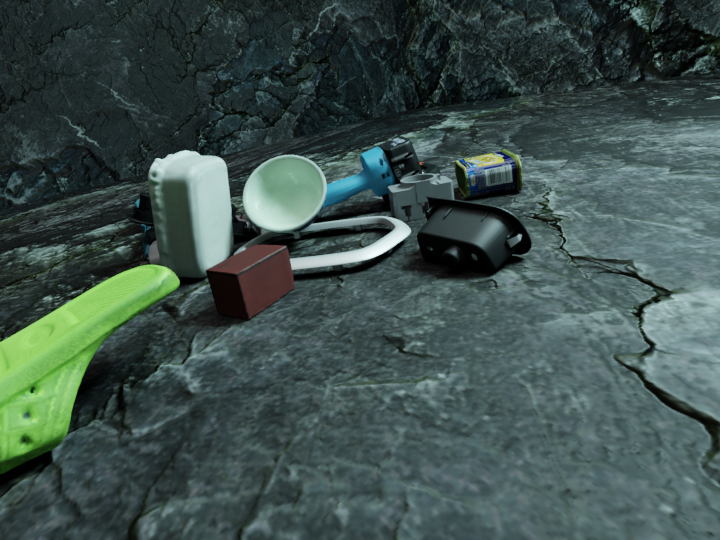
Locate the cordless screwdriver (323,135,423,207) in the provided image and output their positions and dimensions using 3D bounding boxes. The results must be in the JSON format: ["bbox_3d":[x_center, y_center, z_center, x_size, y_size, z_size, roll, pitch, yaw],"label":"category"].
[{"bbox_3d":[-0.027,-0.150,0.737,0.249,0.072,0.164,-24,22,1],"label":"cordless screwdriver"}]

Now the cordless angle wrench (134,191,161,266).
[{"bbox_3d":[-0.368,-0.080,0.780,0.096,0.072,0.444,-18,25,-18],"label":"cordless angle wrench"}]

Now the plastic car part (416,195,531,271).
[{"bbox_3d":[0.108,-0.031,0.454,0.070,0.063,0.123,-40,36,-25],"label":"plastic car part"}]

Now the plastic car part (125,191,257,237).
[{"bbox_3d":[-0.268,-0.091,0.681,0.195,0.066,0.070,1,25,-25],"label":"plastic car part"}]

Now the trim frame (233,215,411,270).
[{"bbox_3d":[-0.057,-0.037,0.579,0.253,0.027,0.186,-8,24,12],"label":"trim frame"}]
